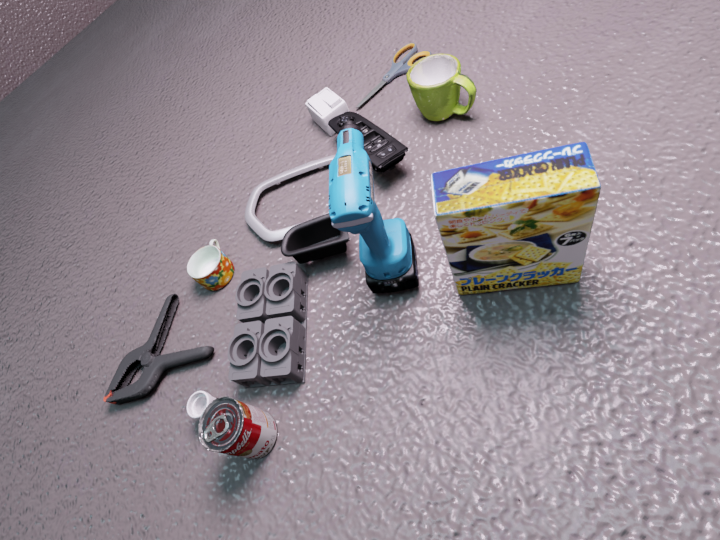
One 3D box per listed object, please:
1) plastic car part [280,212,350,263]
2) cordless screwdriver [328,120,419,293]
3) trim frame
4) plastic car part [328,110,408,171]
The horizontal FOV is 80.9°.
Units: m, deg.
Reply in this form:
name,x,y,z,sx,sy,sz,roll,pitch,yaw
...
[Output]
name,x,y,z,sx,sy,sz,roll,pitch,yaw
plastic car part,-0.070,-0.046,0.720,0.118,0.067,0.068,-19,56,12
cordless screwdriver,0.018,-0.078,0.595,0.076,0.236,0.164,-11,58,15
trim frame,-0.114,-0.145,0.824,0.252,0.026,0.191,-20,55,12
plastic car part,0.011,-0.243,0.802,0.066,0.063,0.214,-38,54,-2
